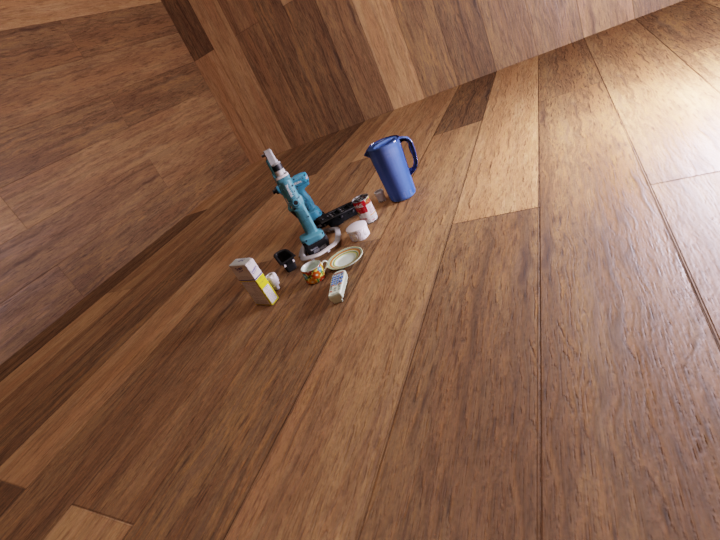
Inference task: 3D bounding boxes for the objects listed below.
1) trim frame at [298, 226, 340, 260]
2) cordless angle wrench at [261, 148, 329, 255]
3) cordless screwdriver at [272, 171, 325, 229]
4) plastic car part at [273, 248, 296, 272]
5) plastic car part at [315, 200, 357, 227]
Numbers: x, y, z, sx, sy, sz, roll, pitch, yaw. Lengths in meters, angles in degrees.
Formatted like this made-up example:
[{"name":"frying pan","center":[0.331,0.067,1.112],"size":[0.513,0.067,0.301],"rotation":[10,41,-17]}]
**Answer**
[{"name":"trim frame","center":[-0.160,-0.104,1.634],"size":[0.186,0.026,0.255],"rotation":[-23,27,8]},{"name":"cordless angle wrench","center":[-0.241,-0.251,1.545],"size":[0.098,0.408,0.077],"rotation":[-27,23,-3]},{"name":"cordless screwdriver","center":[-0.252,-0.277,1.783],"size":[0.161,0.240,0.076],"rotation":[-23,24,9]},{"name":"plastic car part","center":[-0.272,-0.031,1.561],"size":[0.065,0.068,0.122],"rotation":[-33,27,-13]},{"name":"plastic car part","center":[-0.078,-0.227,1.731],"size":[0.201,0.064,0.069],"rotation":[-32,26,-9]}]
